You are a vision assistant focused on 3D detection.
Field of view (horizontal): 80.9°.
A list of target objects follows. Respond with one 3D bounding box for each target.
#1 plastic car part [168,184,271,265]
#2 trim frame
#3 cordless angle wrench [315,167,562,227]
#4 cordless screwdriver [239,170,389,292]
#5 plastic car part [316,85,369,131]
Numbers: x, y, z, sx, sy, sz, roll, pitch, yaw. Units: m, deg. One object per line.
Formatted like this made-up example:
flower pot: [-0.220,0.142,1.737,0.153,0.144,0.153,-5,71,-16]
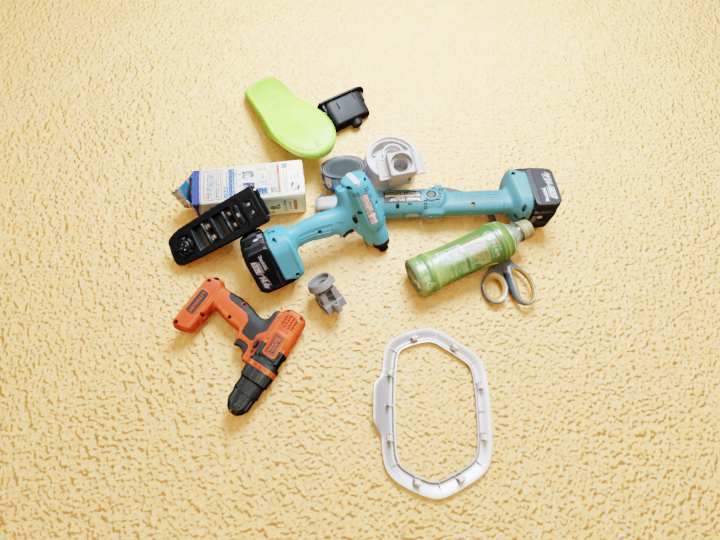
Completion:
plastic car part: [-0.246,-0.076,0.733,0.206,0.067,0.065,-26,104,14]
trim frame: [0.112,0.215,0.661,0.185,0.027,0.253,3,70,3]
cordless angle wrench: [0.127,-0.125,0.774,0.426,0.072,0.101,-2,60,4]
cordless screwdriver: [-0.071,-0.047,0.727,0.248,0.152,0.078,-30,35,-1]
plastic car part: [-0.027,-0.324,0.868,0.115,0.066,0.071,-26,87,-14]
